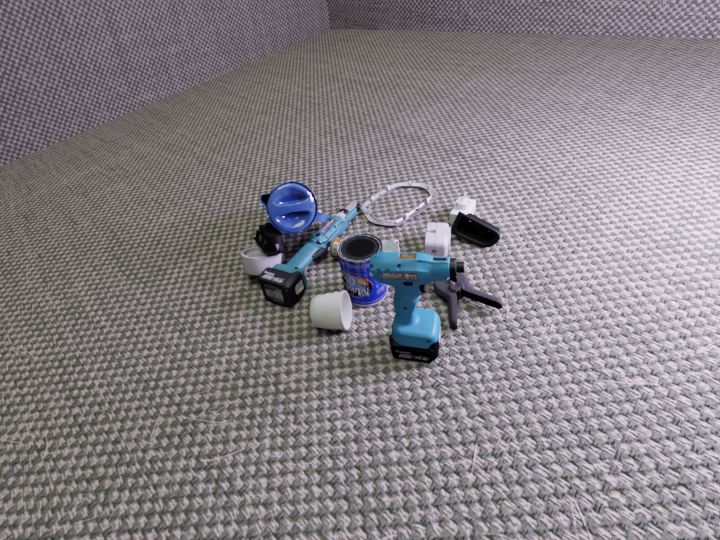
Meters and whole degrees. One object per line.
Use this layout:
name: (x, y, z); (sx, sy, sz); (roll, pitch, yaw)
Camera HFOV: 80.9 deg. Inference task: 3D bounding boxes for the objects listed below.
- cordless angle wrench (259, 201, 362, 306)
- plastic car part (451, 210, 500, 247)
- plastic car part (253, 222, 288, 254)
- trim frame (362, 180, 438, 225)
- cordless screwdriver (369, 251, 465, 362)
cordless angle wrench: (-0.112, -0.073, 1.142); (0.102, 0.071, 0.420); (13, 44, 26)
plastic car part: (0.302, -0.109, 1.085); (0.121, 0.065, 0.069); (28, 37, 19)
plastic car part: (-0.239, -0.089, 1.131); (0.064, 0.066, 0.213); (-1, 21, -22)
trim frame: (0.118, -0.208, 1.270); (0.244, 0.026, 0.195); (-35, 46, -27)
cordless screwdriver: (0.115, 0.067, 0.786); (0.165, 0.238, 0.075); (1, 40, 21)
